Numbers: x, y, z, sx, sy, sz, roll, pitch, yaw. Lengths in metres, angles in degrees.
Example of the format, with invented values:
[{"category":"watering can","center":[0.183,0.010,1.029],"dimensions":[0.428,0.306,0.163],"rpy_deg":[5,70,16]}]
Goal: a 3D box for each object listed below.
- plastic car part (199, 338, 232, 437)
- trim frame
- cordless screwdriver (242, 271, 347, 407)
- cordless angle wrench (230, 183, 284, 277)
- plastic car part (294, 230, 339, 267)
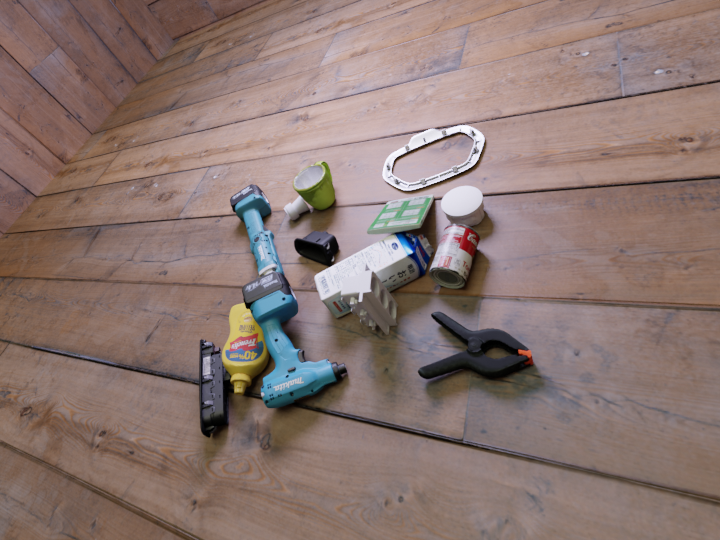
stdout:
[{"category":"plastic car part","center":[-0.296,0.236,0.861],"dimensions":[0.066,0.064,0.211],"rpy_deg":[-6,45,-8]},{"category":"trim frame","center":[0.170,-0.276,1.019],"dimensions":[0.254,0.026,0.190],"rpy_deg":[-20,46,18]},{"category":"cordless screwdriver","center":[-0.134,0.121,0.820],"dimensions":[0.159,0.071,0.259],"rpy_deg":[-22,60,0]},{"category":"cordless angle wrench","center":[-0.247,-0.065,1.067],"dimensions":[0.098,0.070,0.445],"rpy_deg":[-32,47,4]},{"category":"plastic car part","center":[-0.097,-0.063,0.987],"dimensions":[0.123,0.063,0.070],"rpy_deg":[21,52,43]}]
